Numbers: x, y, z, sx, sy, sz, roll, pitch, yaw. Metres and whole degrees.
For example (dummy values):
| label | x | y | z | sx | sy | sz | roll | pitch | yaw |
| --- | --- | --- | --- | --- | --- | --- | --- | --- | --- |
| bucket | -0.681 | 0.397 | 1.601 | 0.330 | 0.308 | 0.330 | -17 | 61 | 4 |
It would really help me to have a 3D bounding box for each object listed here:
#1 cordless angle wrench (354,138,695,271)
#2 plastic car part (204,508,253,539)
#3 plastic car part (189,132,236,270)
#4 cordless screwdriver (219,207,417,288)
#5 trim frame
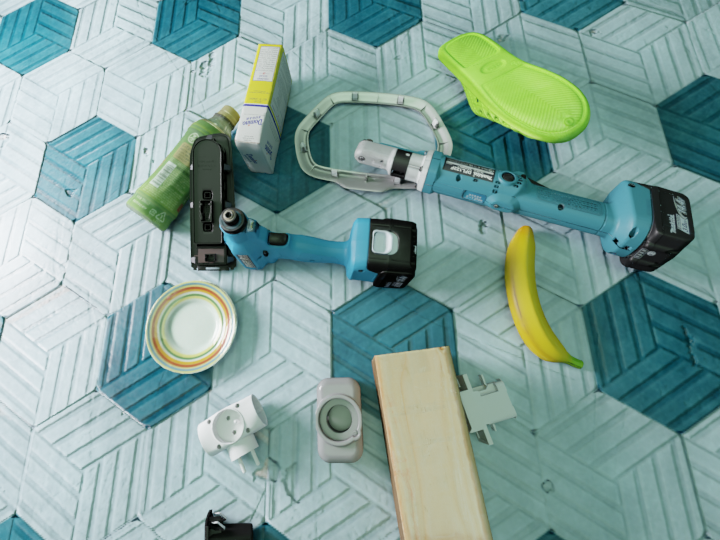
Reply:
| label | x | y | z | sx | sy | sz | roll | pitch | yaw |
| --- | --- | --- | --- | --- | --- | --- | --- | --- | --- |
| cordless angle wrench | 0.194 | -0.110 | 0.578 | 0.432 | 0.072 | 0.099 | 18 | 58 | 11 |
| plastic car part | -0.145 | 0.345 | 0.487 | 0.070 | 0.066 | 0.119 | -5 | 75 | -13 |
| plastic car part | -0.218 | -0.101 | 0.606 | 0.066 | 0.067 | 0.203 | -1 | 87 | 0 |
| cordless screwdriver | -0.054 | -0.035 | 0.549 | 0.251 | 0.155 | 0.075 | 5 | 74 | 4 |
| trim frame | 0.018 | -0.206 | 0.666 | 0.252 | 0.027 | 0.186 | 8 | 74 | 7 |
